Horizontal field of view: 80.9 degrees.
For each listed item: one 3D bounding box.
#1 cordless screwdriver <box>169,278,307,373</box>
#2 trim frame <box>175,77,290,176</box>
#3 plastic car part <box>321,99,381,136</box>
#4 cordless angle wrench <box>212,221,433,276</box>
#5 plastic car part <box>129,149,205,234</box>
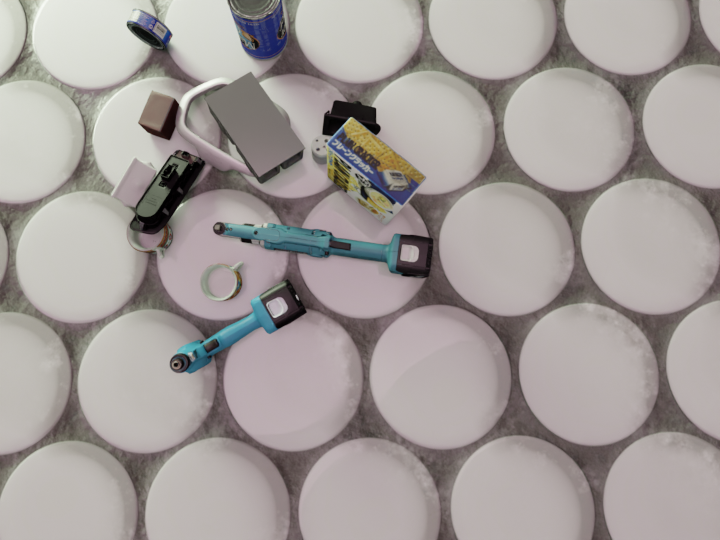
[{"bbox_3d":[-0.221,0.108,0.767,0.248,0.159,0.075,-30,89,-5],"label":"cordless screwdriver"},{"bbox_3d":[-0.259,-0.295,0.871,0.248,0.027,0.184,30,78,-2],"label":"trim frame"},{"bbox_3d":[-0.017,-0.315,0.867,0.116,0.065,0.072,5,71,-3],"label":"plastic car part"},{"bbox_3d":[-0.081,-0.053,0.824,0.428,0.096,0.075,8,85,6],"label":"cordless angle wrench"},{"bbox_3d":[-0.374,-0.159,0.818,0.065,0.067,0.205,23,65,-9],"label":"plastic car part"}]
